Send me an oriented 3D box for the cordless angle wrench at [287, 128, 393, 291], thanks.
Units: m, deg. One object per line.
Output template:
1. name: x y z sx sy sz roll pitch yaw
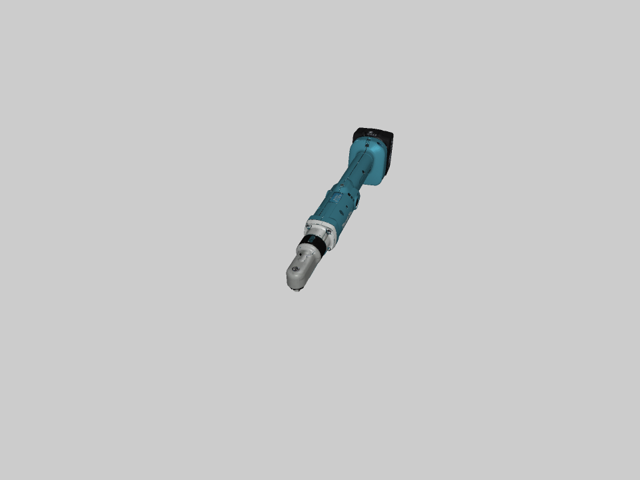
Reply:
1. cordless angle wrench: 0.038 -0.068 0.726 0.074 0.098 0.421 14 41 16
